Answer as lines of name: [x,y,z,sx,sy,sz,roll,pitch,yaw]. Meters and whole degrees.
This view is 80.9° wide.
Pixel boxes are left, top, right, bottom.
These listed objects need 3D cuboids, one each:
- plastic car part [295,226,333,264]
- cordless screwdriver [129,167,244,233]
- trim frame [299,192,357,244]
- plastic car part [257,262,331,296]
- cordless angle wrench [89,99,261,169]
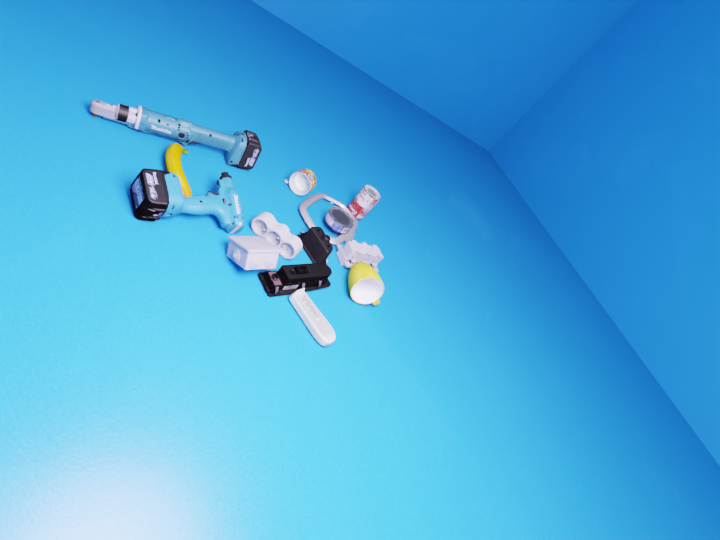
plastic car part: [-0.110,-0.072,1.121,0.063,0.071,0.121,-5,51,-47]
cordless screwdriver: [-0.378,-0.173,0.948,0.236,0.076,0.164,6,59,-46]
trim frame: [-0.092,-0.158,1.285,0.185,0.028,0.246,39,31,0]
plastic car part: [-0.141,0.012,1.001,0.193,0.067,0.069,-1,45,-50]
cordless angle wrench: [-0.467,-0.364,1.101,0.403,0.098,0.078,9,42,-34]
